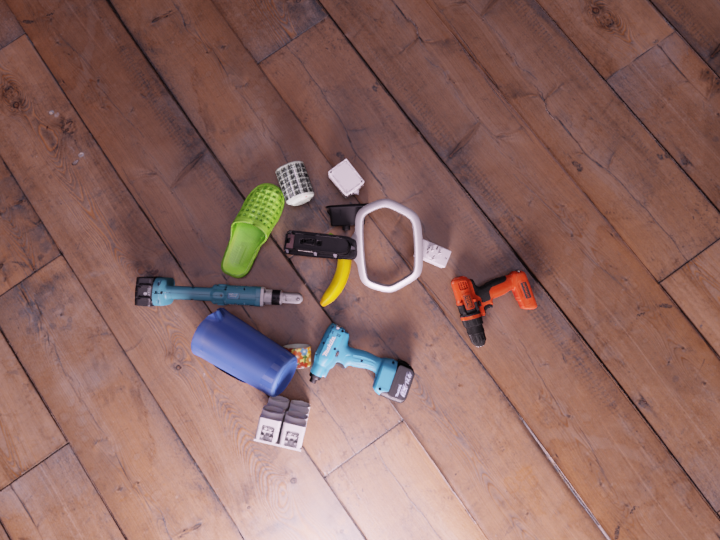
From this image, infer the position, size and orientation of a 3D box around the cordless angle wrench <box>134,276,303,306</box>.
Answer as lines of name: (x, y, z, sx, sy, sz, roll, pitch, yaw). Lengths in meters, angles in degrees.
cordless angle wrench: (-0.361, 0.063, 1.102, 0.422, 0.098, 0.074, 3, 89, -1)

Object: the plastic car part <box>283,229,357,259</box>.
plastic car part: (-0.108, -0.070, 1.100, 0.208, 0.065, 0.067, 8, 76, 13)

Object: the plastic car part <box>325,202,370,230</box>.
plastic car part: (-0.032, -0.143, 1.130, 0.117, 0.066, 0.070, -6, 100, 3)

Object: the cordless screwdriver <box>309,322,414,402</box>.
cordless screwdriver: (0.000, 0.258, 1.075, 0.253, 0.073, 0.159, 25, 86, 8)

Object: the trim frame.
trim frame: (0.067, -0.062, 1.094, 0.187, 0.027, 0.244, -2, 103, 11)
